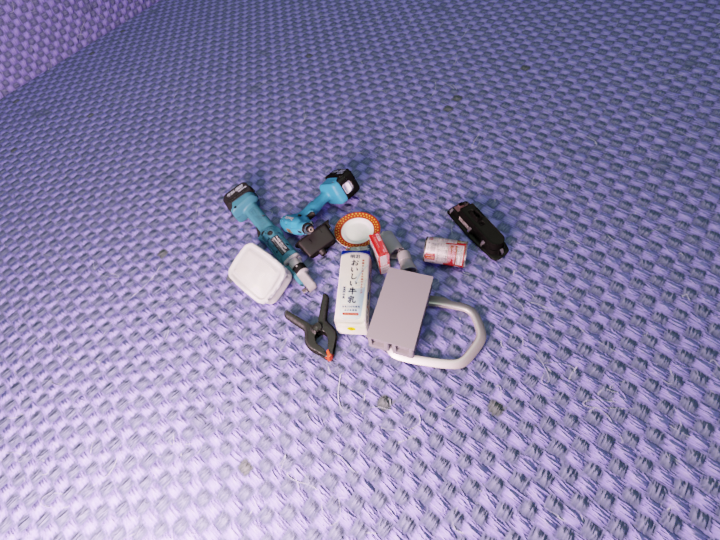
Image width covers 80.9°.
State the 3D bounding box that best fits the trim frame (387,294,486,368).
[{"bbox_3d":[0.160,0.135,0.982,0.255,0.026,0.187,3,58,16],"label":"trim frame"}]

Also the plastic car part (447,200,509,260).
[{"bbox_3d":[0.314,-0.116,1.106,0.065,0.065,0.213,-21,57,-14],"label":"plastic car part"}]

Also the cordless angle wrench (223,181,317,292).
[{"bbox_3d":[-0.250,-0.093,1.200,0.097,0.071,0.444,-38,60,-8],"label":"cordless angle wrench"}]

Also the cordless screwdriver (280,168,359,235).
[{"bbox_3d":[-0.106,-0.188,1.199,0.247,0.071,0.167,-44,30,-17],"label":"cordless screwdriver"}]

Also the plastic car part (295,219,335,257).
[{"bbox_3d":[-0.114,-0.075,1.169,0.115,0.064,0.073,-39,73,-13],"label":"plastic car part"}]
